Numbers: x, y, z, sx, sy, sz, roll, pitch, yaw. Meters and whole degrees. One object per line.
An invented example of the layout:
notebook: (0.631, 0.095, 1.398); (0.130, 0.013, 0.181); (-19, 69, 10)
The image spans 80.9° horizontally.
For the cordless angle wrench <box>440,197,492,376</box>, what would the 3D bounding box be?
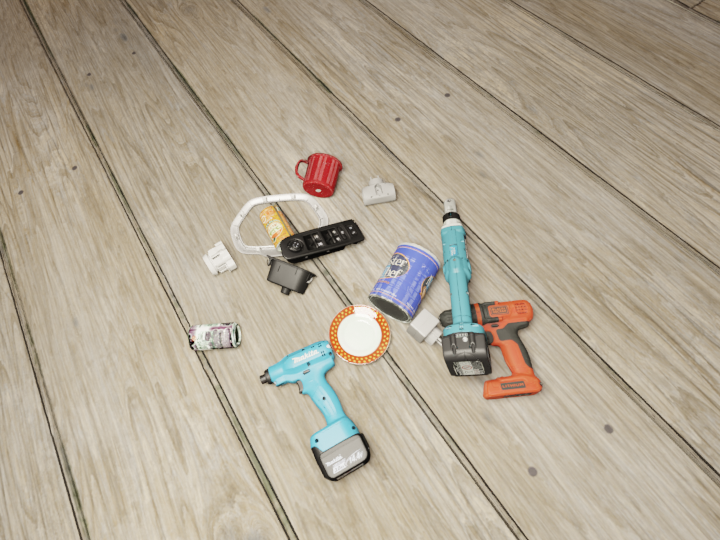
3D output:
cordless angle wrench: (0.200, 0.001, 0.872); (0.076, 0.093, 0.434); (-11, 49, 18)

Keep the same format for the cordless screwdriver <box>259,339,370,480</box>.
cordless screwdriver: (-0.091, 0.273, 0.819); (0.158, 0.071, 0.260); (-24, 59, -5)

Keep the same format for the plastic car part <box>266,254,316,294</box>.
plastic car part: (-0.168, 0.018, 0.969); (0.120, 0.064, 0.071); (23, 84, 13)

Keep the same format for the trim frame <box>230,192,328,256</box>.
trim frame: (-0.204, -0.115, 1.054); (0.250, 0.027, 0.189); (-4, 64, 4)

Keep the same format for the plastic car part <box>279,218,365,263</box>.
plastic car part: (-0.096, -0.063, 0.978); (0.197, 0.067, 0.068); (-16, 69, -27)
